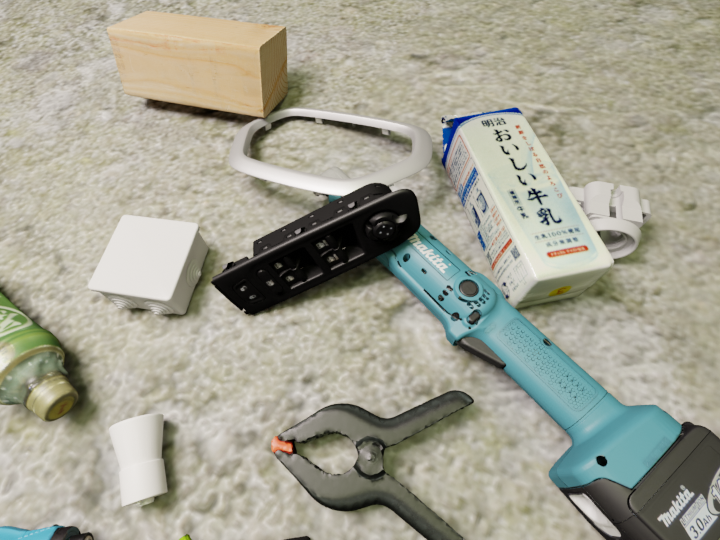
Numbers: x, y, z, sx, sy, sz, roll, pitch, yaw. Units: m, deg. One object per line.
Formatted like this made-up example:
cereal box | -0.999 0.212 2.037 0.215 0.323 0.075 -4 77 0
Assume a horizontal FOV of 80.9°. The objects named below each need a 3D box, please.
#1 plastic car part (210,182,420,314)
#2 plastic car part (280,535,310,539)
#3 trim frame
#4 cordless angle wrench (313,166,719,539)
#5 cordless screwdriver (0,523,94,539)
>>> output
plastic car part | -0.040 -0.026 0.408 0.206 0.063 0.069 -22 37 15
plastic car part | -0.060 0.239 0.270 0.066 0.116 0.071 -12 87 -6
trim frame | -0.040 -0.147 0.495 0.260 0.026 0.183 16 49 25
cordless angle wrench | 0.095 0.030 0.391 0.097 0.072 0.443 -35 62 -15
cordless screwdriver | -0.262 0.308 0.264 0.159 0.072 0.258 -12 57 -3
